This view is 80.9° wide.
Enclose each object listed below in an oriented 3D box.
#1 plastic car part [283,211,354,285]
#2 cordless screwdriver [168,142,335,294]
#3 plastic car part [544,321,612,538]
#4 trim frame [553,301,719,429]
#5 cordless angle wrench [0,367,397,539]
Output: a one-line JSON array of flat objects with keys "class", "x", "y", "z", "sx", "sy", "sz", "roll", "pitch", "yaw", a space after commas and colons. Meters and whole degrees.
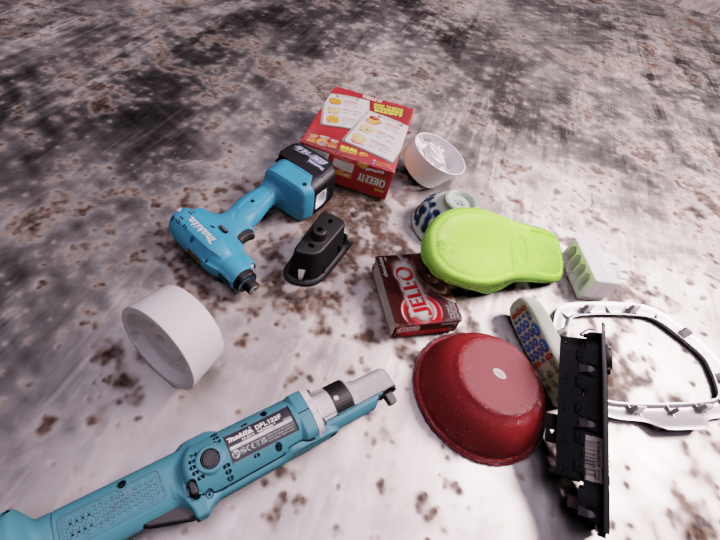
[{"class": "plastic car part", "x": -0.058, "y": -0.038, "z": 0.591, "sx": 0.068, "sy": 0.069, "sz": 0.116, "roll": 26, "pitch": 47, "yaw": 11}, {"class": "cordless screwdriver", "x": -0.131, "y": -0.079, "z": 0.614, "sx": 0.165, "sy": 0.072, "sz": 0.245, "roll": 38, "pitch": 58, "yaw": 20}, {"class": "plastic car part", "x": 0.236, "y": 0.156, "z": 0.450, "sx": 0.070, "sy": 0.062, "sz": 0.205, "roll": 2, "pitch": 70, "yaw": 39}, {"class": "trim frame", "x": 0.372, "y": 0.118, "z": 0.560, "sx": 0.244, "sy": 0.027, "sz": 0.191, "roll": 2, "pitch": 51, "yaw": -10}, {"class": "cordless angle wrench", "x": -0.140, "y": 0.185, "z": 0.392, "sx": 0.411, "sy": 0.073, "sz": 0.103, "roll": -20, "pitch": 57, "yaw": -27}]
